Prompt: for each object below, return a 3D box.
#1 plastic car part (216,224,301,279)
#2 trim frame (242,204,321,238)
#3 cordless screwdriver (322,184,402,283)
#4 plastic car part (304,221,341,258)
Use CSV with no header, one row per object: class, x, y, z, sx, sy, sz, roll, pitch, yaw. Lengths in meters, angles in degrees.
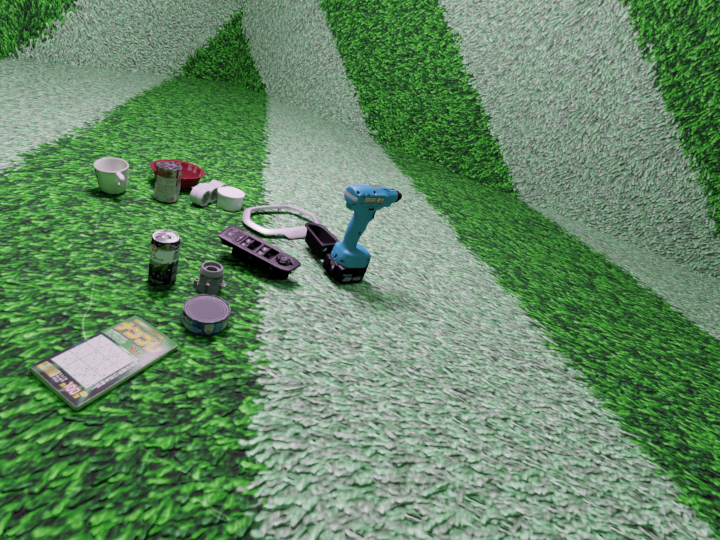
plastic car part,-0.239,-0.034,0.988,0.209,0.066,0.065,23,27,14
trim frame,-0.232,-0.148,1.250,0.238,0.027,0.195,-10,36,-40
cordless screwdriver,0.008,-0.091,1.030,0.152,0.245,0.079,-5,34,-38
plastic car part,-0.110,-0.072,1.124,0.063,0.070,0.123,-4,33,-37
